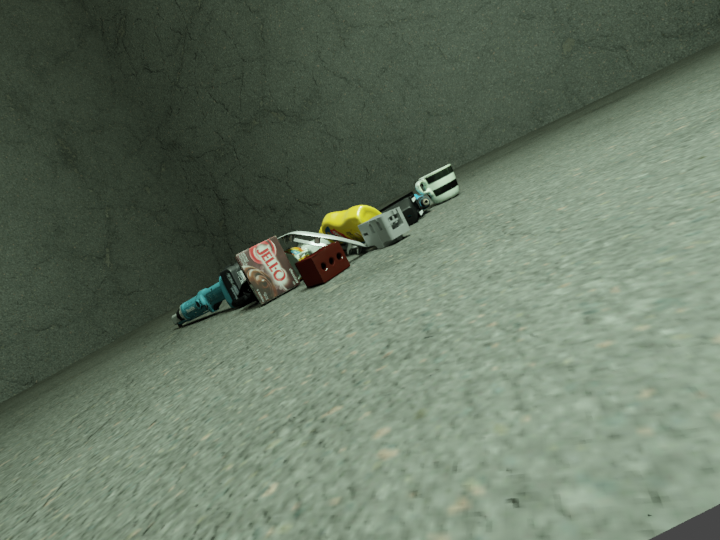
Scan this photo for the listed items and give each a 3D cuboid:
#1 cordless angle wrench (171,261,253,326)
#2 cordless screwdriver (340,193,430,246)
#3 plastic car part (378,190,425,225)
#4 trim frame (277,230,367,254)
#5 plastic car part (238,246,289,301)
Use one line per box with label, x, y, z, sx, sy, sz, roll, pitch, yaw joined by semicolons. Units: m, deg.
cordless angle wrench;-0.408;0.082;1.123;0.436;0.098;0.072;-24;3;42
cordless screwdriver;0.046;-0.125;1.049;0.247;0.074;0.162;-24;7;-7
plastic car part;0.082;-0.114;0.941;0.118;0.064;0.072;-28;20;13
trim frame;-0.088;-0.058;0.900;0.180;0.027;0.254;11;-1;-16
plastic car part;-0.207;0.018;0.968;0.066;0.068;0.199;-52;-6;31
